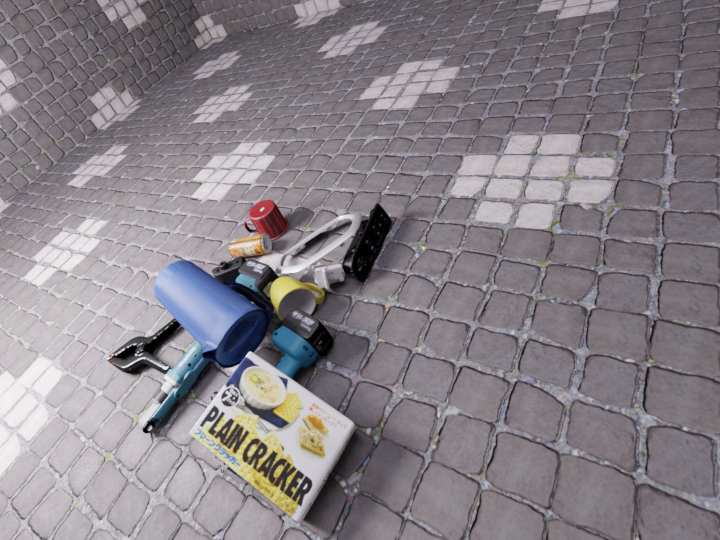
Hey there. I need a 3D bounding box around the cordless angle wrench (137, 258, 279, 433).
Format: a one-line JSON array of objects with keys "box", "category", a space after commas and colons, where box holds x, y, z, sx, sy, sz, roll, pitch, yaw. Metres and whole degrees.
[{"box": [-0.333, 0.160, 0.935, 0.103, 0.070, 0.422, 15, 60, 36], "category": "cordless angle wrench"}]

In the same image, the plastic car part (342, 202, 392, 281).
[{"box": [0.008, -0.064, 0.978, 0.070, 0.063, 0.205, -8, 46, 33], "category": "plastic car part"}]

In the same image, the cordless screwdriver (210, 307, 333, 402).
[{"box": [-0.175, 0.191, 0.822, 0.168, 0.070, 0.248, 16, 62, 37], "category": "cordless screwdriver"}]

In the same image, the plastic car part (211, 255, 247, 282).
[{"box": [-0.329, 0.003, 1.078, 0.117, 0.067, 0.069, -20, 42, 3], "category": "plastic car part"}]

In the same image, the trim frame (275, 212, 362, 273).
[{"box": [-0.099, -0.065, 1.017, 0.248, 0.026, 0.192, -37, 26, -5], "category": "trim frame"}]
